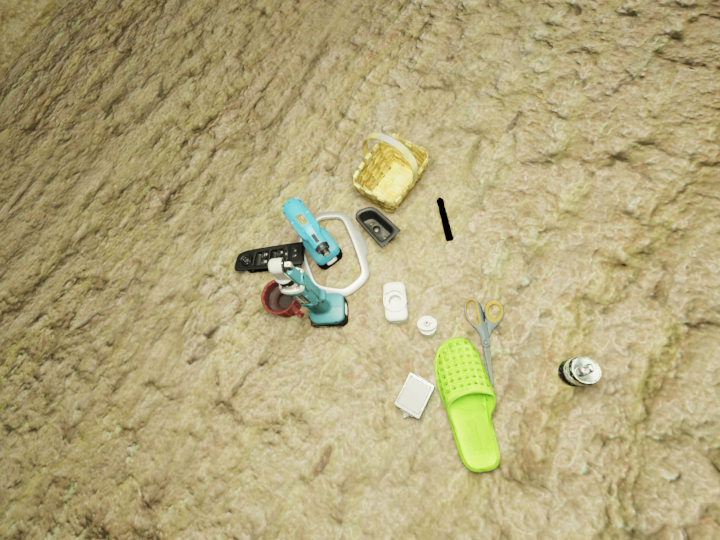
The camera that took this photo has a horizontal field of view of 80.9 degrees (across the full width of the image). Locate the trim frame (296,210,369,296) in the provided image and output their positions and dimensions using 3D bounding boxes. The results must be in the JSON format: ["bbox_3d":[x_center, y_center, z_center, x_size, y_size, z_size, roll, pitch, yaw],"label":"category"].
[{"bbox_3d":[-0.073,-0.047,1.132,0.185,0.026,0.257,-23,66,6],"label":"trim frame"}]

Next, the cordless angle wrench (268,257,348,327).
[{"bbox_3d":[-0.111,0.050,0.899,0.100,0.407,0.076,-4,72,9],"label":"cordless angle wrench"}]

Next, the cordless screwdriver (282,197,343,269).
[{"bbox_3d":[-0.101,-0.066,1.030,0.074,0.239,0.166,-36,68,-2],"label":"cordless screwdriver"}]

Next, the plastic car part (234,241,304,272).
[{"bbox_3d":[-0.244,-0.029,1.151,0.207,0.064,0.068,-6,70,13],"label":"plastic car part"}]

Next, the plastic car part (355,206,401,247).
[{"bbox_3d":[0.044,-0.110,1.101,0.066,0.068,0.121,-42,67,-3],"label":"plastic car part"}]
